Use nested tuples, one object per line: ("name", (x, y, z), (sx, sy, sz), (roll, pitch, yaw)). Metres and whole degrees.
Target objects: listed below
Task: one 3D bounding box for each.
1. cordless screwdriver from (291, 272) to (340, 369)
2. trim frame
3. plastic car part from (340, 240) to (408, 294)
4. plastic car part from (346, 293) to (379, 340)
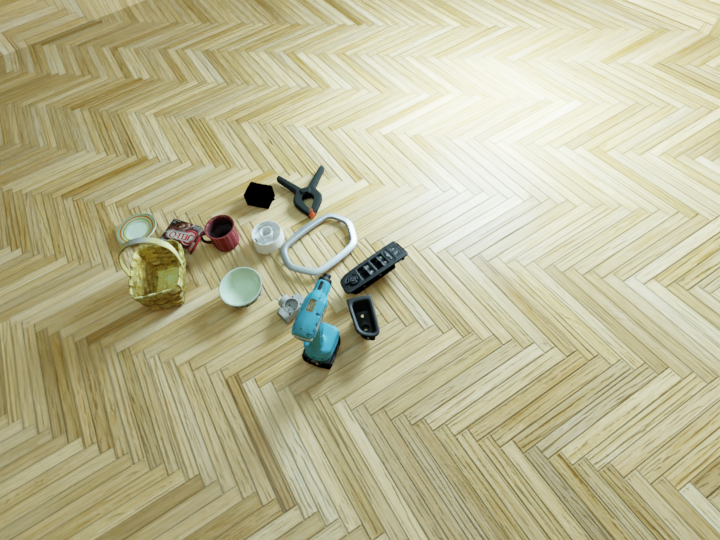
("cordless screwdriver", (-0.094, 0.126, 0.998), (0.076, 0.240, 0.160), (14, 60, 13))
("trim frame", (-0.124, -0.081, 1.264), (0.246, 0.026, 0.193), (-40, 61, -17))
("plastic car part", (0.032, 0.001, 1.165), (0.201, 0.064, 0.069), (-32, 60, -13))
("plastic car part", (0.011, 0.131, 1.082), (0.066, 0.068, 0.121), (-14, 57, -3))
